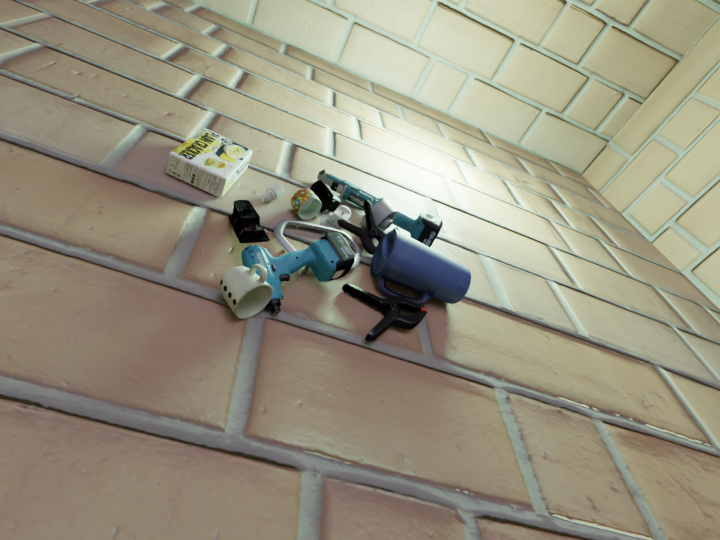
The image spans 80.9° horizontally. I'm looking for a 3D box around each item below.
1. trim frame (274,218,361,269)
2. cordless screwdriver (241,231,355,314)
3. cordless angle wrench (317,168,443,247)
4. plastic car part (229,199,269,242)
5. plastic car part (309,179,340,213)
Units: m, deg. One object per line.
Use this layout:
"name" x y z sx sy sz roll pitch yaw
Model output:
"trim frame" -0.107 -0.070 1.098 0.239 0.027 0.192 7 40 -24
"cordless screwdriver" -0.126 0.002 0.937 0.239 0.074 0.166 -12 60 -33
"cordless angle wrench" 0.047 -0.207 1.335 0.432 0.097 0.073 29 34 10
"plastic car part" -0.267 -0.121 0.982 0.065 0.065 0.213 -13 25 -19
"plastic car part" -0.100 -0.223 1.281 0.067 0.066 0.122 20 28 -40
